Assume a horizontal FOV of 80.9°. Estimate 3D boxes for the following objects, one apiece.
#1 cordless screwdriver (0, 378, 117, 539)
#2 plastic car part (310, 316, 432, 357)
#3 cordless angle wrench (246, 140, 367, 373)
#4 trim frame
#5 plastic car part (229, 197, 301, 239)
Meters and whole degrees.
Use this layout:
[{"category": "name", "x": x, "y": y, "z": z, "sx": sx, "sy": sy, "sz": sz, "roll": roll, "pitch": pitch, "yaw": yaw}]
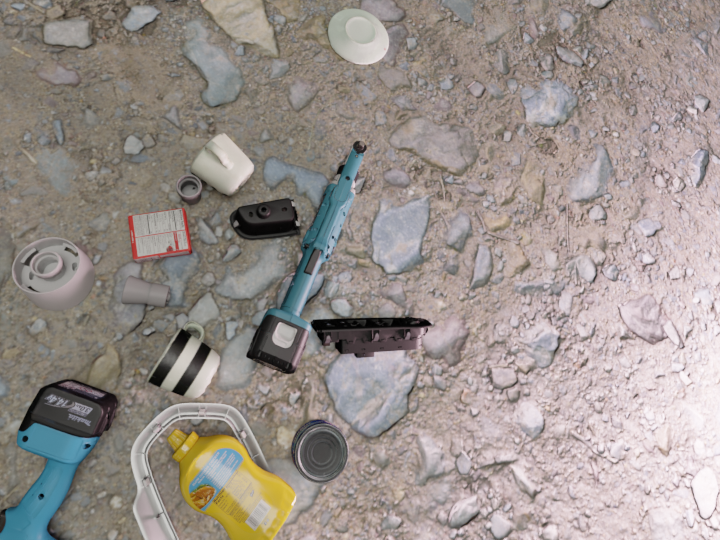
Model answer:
[{"category": "cordless screwdriver", "x": -0.435, "y": 0.272, "z": 0.552, "sx": 0.157, "sy": 0.075, "sz": 0.250, "roll": 17, "pitch": 77, "yaw": -8}, {"category": "plastic car part", "x": 0.024, "y": 0.107, "z": 0.694, "sx": 0.199, "sy": 0.067, "sz": 0.067, "roll": -5, "pitch": 89, "yaw": -13}, {"category": "cordless angle wrench", "x": -0.069, "y": -0.045, "z": 0.706, "sx": 0.073, "sy": 0.098, "sz": 0.426, "roll": 24, "pitch": 68, "yaw": -9}, {"category": "trim frame", "x": -0.225, "y": 0.313, "z": 0.609, "sx": 0.181, "sy": 0.028, "sz": 0.251, "roll": -25, "pitch": 84, "yaw": -16}, {"category": "plastic car part", "x": -0.156, "y": -0.090, "z": 0.702, "sx": 0.114, "sy": 0.071, "sz": 0.067, "roll": -10, "pitch": 79, "yaw": -18}]
